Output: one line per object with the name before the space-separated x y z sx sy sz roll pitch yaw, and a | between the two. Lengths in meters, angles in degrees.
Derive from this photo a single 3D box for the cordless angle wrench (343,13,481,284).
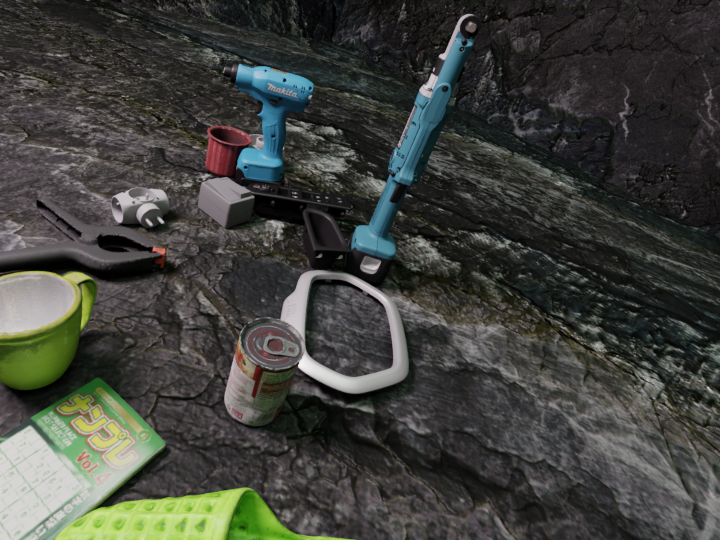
cordless angle wrench | 0.074 -0.166 0.653 0.074 0.418 0.100 18 33 -8

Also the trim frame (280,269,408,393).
trim frame | -0.023 0.077 0.612 0.181 0.027 0.256 13 34 -10

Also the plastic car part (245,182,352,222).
plastic car part | -0.124 -0.129 0.821 0.199 0.066 0.068 12 34 -12

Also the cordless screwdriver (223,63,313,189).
cordless screwdriver | -0.197 -0.260 0.809 0.155 0.246 0.077 12 34 -15

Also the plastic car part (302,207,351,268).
plastic car part | -0.071 -0.046 0.725 0.063 0.070 0.122 4 37 -25
